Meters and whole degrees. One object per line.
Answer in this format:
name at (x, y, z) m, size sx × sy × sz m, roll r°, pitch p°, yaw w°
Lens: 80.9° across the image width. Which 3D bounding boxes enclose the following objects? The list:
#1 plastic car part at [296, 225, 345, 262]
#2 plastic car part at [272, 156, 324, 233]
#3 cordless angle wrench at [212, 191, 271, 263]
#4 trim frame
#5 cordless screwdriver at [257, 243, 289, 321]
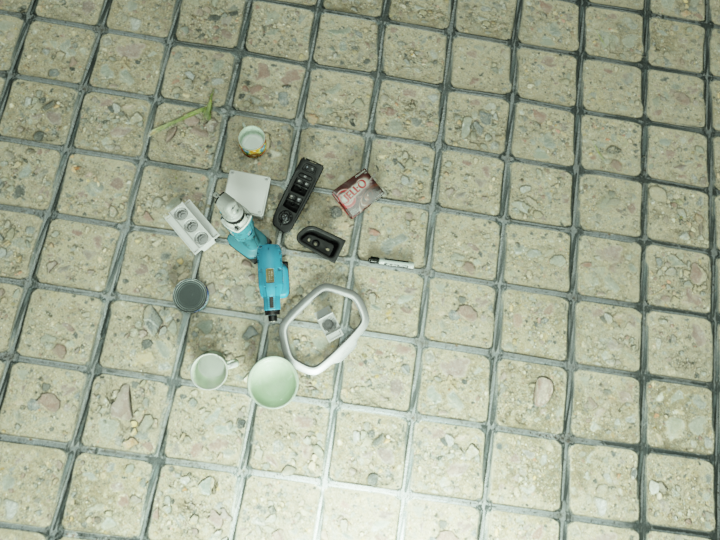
plastic car part at (-0.106, -0.070, 1.088) m, size 0.117 × 0.071 × 0.066 m, roll 27°, pitch 80°, yaw 0°
plastic car part at (-0.168, -0.192, 1.108) m, size 0.066 × 0.067 × 0.203 m, roll 26°, pitch 80°, yaw -2°
cordless angle wrench at (-0.254, -0.090, 0.905) m, size 0.098 × 0.423 × 0.074 m, roll 37°, pitch 80°, yaw -3°
trim frame at (-0.093, 0.147, 1.073) m, size 0.247 × 0.027 × 0.186 m, roll -44°, pitch 85°, yaw -9°
cordless screwdriver at (-0.201, 0.037, 0.974) m, size 0.073 × 0.249 × 0.161 m, roll -3°, pitch 83°, yaw -9°
